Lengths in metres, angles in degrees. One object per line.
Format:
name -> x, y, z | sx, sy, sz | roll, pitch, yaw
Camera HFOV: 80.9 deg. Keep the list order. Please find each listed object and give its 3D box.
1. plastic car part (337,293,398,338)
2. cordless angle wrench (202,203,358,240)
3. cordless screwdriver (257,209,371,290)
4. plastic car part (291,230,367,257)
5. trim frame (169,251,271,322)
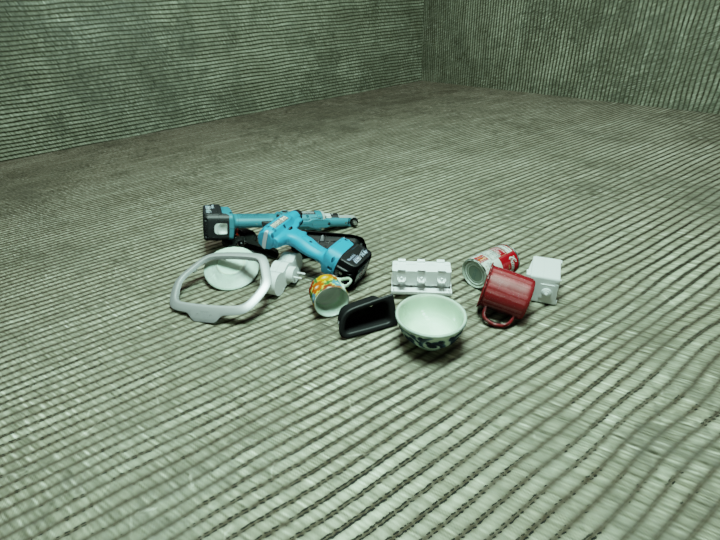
plastic car part -> 0.003, 0.082, 0.820 | 0.115, 0.064, 0.073 | -15, 17, -10
cordless angle wrench -> -0.208, -0.134, 1.147 | 0.412, 0.073, 0.102 | -3, 26, -17
cordless screwdriver -> -0.096, -0.063, 0.978 | 0.256, 0.073, 0.157 | 25, 38, 14
plastic car part -> -0.087, -0.060, 1.051 | 0.207, 0.064, 0.068 | 2, 41, 11
trim frame -> -0.304, 0.030, 0.919 | 0.257, 0.026, 0.187 | 1, 49, 20
